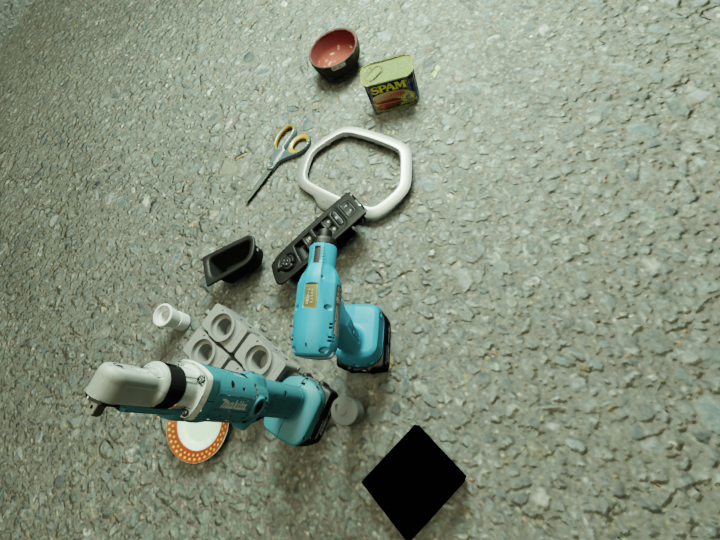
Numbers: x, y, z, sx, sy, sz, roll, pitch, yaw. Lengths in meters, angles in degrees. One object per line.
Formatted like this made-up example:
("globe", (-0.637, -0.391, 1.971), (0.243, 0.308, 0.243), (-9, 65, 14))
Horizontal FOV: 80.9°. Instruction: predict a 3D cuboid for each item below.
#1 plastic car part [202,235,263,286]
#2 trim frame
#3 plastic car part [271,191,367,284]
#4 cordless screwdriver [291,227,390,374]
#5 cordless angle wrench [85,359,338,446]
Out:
("plastic car part", (-0.233, -0.013, 0.806), (0.118, 0.067, 0.068), (-24, 62, 11))
("trim frame", (-0.014, -0.191, 0.817), (0.261, 0.026, 0.184), (28, 81, 29))
("plastic car part", (-0.074, -0.049, 0.759), (0.203, 0.064, 0.069), (-39, 61, 3))
("cordless screwdriver", (-0.021, 0.057, 0.591), (0.077, 0.237, 0.162), (-4, 68, 18))
("cordless angle wrench", (-0.141, 0.153, 0.504), (0.078, 0.402, 0.098), (19, 77, 25))
